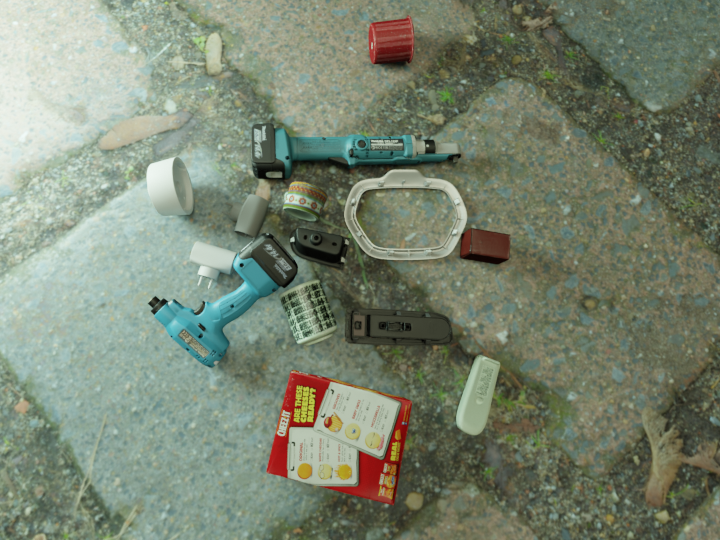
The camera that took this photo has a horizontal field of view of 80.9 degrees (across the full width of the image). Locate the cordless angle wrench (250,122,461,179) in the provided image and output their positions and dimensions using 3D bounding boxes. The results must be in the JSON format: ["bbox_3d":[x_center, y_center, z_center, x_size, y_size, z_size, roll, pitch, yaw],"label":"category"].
[{"bbox_3d":[-0.004,-0.239,0.846,0.419,0.074,0.099,-2,79,-6],"label":"cordless angle wrench"}]

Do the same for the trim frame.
[{"bbox_3d":[0.091,-0.112,0.842,0.248,0.027,0.187,-1,76,-2],"label":"trim frame"}]

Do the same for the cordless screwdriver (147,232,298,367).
[{"bbox_3d":[-0.237,0.033,0.738,0.157,0.075,0.249,44,91,-9],"label":"cordless screwdriver"}]

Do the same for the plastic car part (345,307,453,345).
[{"bbox_3d":[0.077,0.102,0.777,0.201,0.066,0.067,4,71,-6],"label":"plastic car part"}]

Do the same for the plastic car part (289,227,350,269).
[{"bbox_3d":[-0.078,-0.051,0.796,0.116,0.071,0.066,14,76,-5],"label":"plastic car part"}]
